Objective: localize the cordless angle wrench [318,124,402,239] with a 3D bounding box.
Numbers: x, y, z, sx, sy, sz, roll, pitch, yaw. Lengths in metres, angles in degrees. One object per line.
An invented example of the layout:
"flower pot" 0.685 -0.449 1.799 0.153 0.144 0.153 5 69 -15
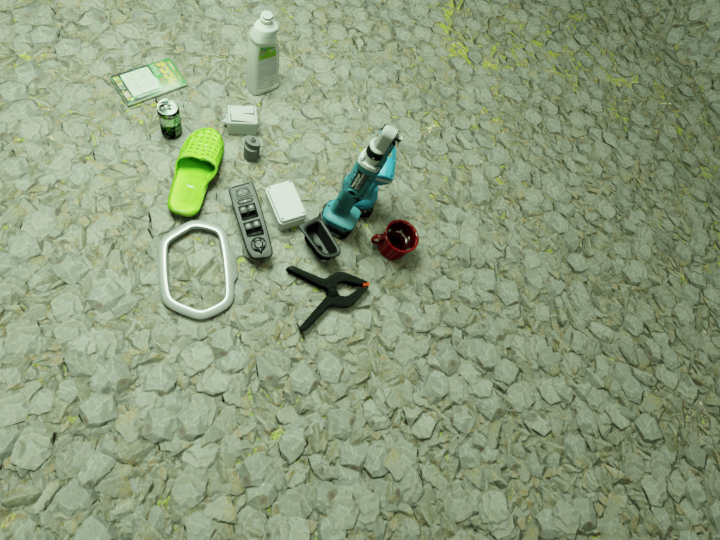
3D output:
"cordless angle wrench" -0.008 -0.194 0.962 0.097 0.424 0.075 30 65 -6

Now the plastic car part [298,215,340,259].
"plastic car part" -0.106 -0.069 1.083 0.065 0.071 0.119 -29 79 -23

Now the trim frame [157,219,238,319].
"trim frame" -0.388 -0.006 1.015 0.180 0.027 0.255 -7 70 -16

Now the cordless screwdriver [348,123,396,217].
"cordless screwdriver" 0.028 -0.248 1.089 0.073 0.249 0.162 12 68 -14

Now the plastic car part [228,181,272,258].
"plastic car part" -0.276 -0.117 1.065 0.065 0.067 0.208 -15 73 -20
